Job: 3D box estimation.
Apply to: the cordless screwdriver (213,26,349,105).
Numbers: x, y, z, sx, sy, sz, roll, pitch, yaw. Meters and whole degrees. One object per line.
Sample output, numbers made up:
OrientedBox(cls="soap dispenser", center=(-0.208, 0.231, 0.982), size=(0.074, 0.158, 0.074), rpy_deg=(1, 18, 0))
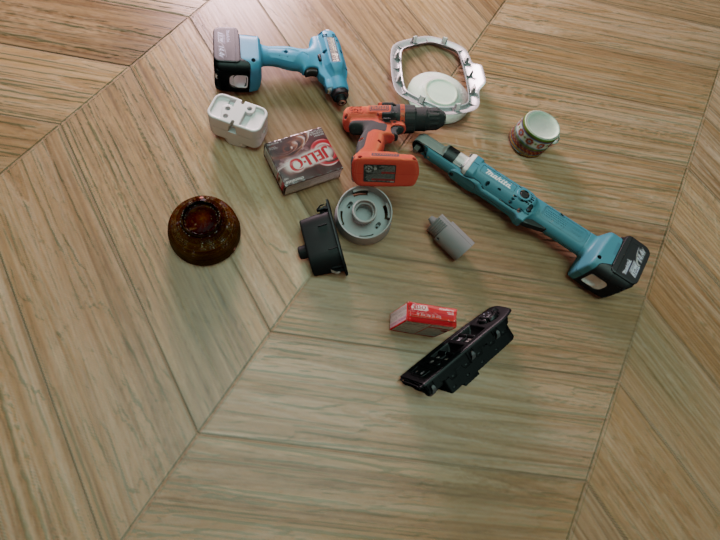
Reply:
OrientedBox(cls="cordless screwdriver", center=(-0.145, -0.371, 0.783), size=(0.243, 0.074, 0.163), rpy_deg=(-8, 70, -15))

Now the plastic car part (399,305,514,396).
OrientedBox(cls="plastic car part", center=(0.159, 0.124, 0.630), size=(0.200, 0.067, 0.067), rpy_deg=(-38, 90, -19))

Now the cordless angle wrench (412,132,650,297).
OrientedBox(cls="cordless angle wrench", center=(0.274, -0.117, 0.739), size=(0.431, 0.073, 0.097), rpy_deg=(37, 68, 10))

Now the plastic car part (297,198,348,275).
OrientedBox(cls="plastic car part", center=(-0.066, -0.043, 0.673), size=(0.071, 0.064, 0.119), rpy_deg=(-12, 74, 2))

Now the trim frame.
OrientedBox(cls="trim frame", center=(0.151, -0.393, 0.833), size=(0.183, 0.027, 0.255), rpy_deg=(5, 56, -5))
